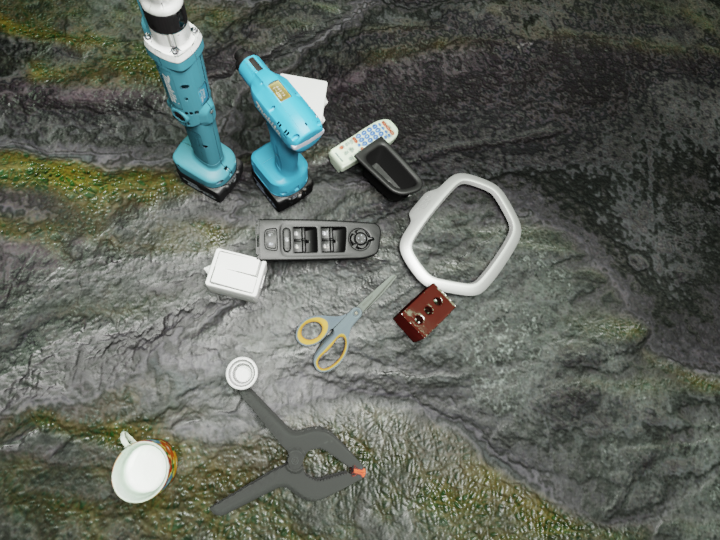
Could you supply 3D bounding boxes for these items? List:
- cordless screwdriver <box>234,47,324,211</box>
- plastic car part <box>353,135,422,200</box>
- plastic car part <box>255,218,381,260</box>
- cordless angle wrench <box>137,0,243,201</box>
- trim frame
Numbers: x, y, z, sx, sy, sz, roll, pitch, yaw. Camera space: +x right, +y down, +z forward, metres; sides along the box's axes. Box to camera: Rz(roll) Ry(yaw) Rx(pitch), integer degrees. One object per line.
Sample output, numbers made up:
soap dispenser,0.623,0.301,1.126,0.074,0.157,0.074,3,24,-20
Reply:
cordless screwdriver,-0.131,-0.200,0.637,0.073,0.248,0.162,-34,83,-18
plastic car part,0.046,-0.162,0.737,0.065,0.070,0.119,-38,81,-17
plastic car part,-0.067,-0.044,0.688,0.201,0.066,0.067,-2,74,-7
cordless angle wrench,-0.218,-0.217,0.543,0.098,0.421,0.074,31,71,-2
trim frame,0.176,-0.067,0.742,0.187,0.027,0.247,37,72,6
